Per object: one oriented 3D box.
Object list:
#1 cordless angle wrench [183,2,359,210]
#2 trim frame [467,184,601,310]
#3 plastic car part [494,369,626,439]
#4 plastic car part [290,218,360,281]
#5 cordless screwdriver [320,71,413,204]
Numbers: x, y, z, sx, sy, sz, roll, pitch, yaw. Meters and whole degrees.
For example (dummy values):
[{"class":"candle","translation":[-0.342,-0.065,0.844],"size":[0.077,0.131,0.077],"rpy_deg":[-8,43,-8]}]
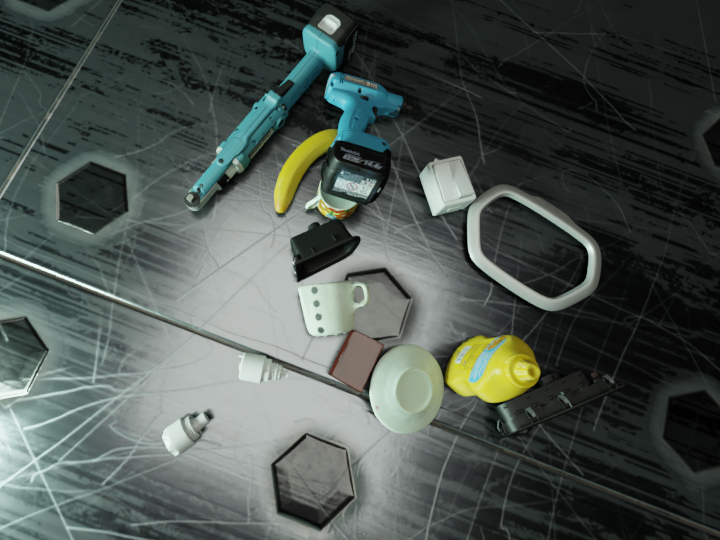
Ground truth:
[{"class":"cordless angle wrench","translation":[-0.155,-0.269,0.722],"size":[0.075,0.097,0.422],"rpy_deg":[36,81,1]},{"class":"trim frame","translation":[0.295,-0.043,0.724],"size":[0.251,0.027,0.184],"rpy_deg":[33,77,6]},{"class":"plastic car part","translation":[0.291,0.198,0.646],"size":[0.201,0.065,0.069],"rpy_deg":[-24,72,-10]},{"class":"plastic car part","translation":[-0.067,-0.044,0.686],"size":[0.115,0.064,0.074],"rpy_deg":[-29,68,-14]},{"class":"cordless screwdriver","translation":[0.016,-0.223,0.695],"size":[0.156,0.074,0.255],"rpy_deg":[10,55,-12]}]
